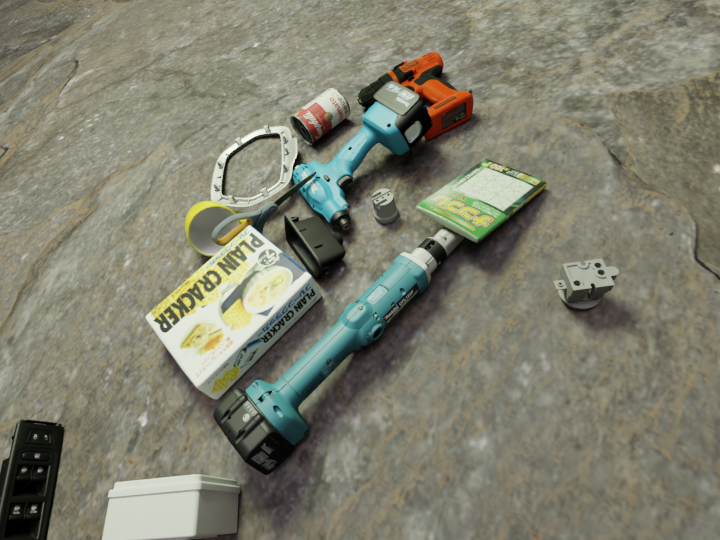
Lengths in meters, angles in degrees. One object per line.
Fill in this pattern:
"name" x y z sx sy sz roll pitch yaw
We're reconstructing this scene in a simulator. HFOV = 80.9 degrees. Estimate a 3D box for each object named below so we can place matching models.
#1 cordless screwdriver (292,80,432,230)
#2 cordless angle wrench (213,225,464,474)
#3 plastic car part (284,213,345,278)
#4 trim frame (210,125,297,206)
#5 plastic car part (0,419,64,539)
"cordless screwdriver" 0.011 -0.188 0.709 0.250 0.070 0.167 -41 55 7
"cordless angle wrench" 0.002 0.070 0.558 0.419 0.093 0.078 -43 55 -17
"plastic car part" -0.066 -0.043 0.673 0.069 0.064 0.122 -28 56 -22
"trim frame" -0.207 -0.210 0.823 0.187 0.026 0.258 -16 46 9
"plastic car part" -0.449 0.308 0.551 0.067 0.063 0.212 -28 54 8
